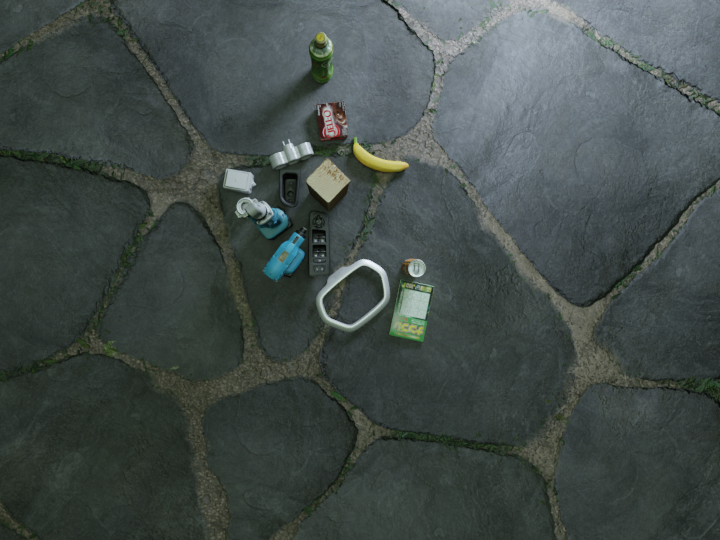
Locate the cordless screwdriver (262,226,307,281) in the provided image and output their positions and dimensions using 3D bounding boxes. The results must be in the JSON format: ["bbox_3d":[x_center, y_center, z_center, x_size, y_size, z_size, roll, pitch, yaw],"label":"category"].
[{"bbox_3d":[-0.202,-0.050,1.221,0.074,0.249,0.159,36,89,-4],"label":"cordless screwdriver"}]

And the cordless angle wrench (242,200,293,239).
[{"bbox_3d":[-0.253,-0.142,1.139,0.098,0.424,0.074,-38,94,-2],"label":"cordless angle wrench"}]

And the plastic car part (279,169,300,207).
[{"bbox_3d":[-0.220,-0.250,1.317,0.066,0.071,0.117,2,89,-2],"label":"plastic car part"}]

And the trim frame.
[{"bbox_3d":[-0.022,0.077,1.322,0.248,0.027,0.185,-40,88,0],"label":"trim frame"}]

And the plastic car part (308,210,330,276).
[{"bbox_3d":[-0.128,-0.084,1.311,0.066,0.067,0.203,-1,88,-2],"label":"plastic car part"}]
